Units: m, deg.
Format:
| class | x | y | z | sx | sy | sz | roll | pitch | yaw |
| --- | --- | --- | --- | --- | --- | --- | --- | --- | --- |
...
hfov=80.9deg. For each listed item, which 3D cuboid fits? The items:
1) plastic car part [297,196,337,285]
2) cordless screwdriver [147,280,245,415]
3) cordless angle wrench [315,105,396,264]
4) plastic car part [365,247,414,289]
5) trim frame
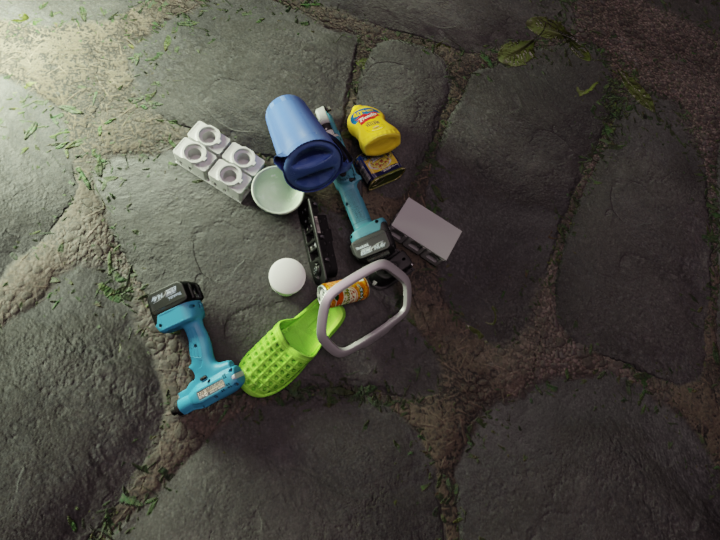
| class | x | y | z | sx | sy | sz | roll | pitch | yaw |
| --- | --- | --- | --- | --- | --- | --- | --- | --- | --- |
| plastic car part | -0.095 | -0.062 | 0.975 | 0.064 | 0.068 | 0.207 | 3 | 68 | -37 |
| cordless screwdriver | -0.352 | 0.155 | 0.850 | 0.160 | 0.072 | 0.254 | -31 | 79 | 6 |
| cordless angle wrench | -0.034 | -0.224 | 1.022 | 0.099 | 0.071 | 0.435 | -23 | 72 | 9 |
| plastic car part | 0.073 | -0.005 | 0.972 | 0.115 | 0.070 | 0.067 | -34 | 80 | -21 |
| trim frame | 0.011 | 0.083 | 0.907 | 0.244 | 0.029 | 0.178 | -32 | 114 | -21 |
